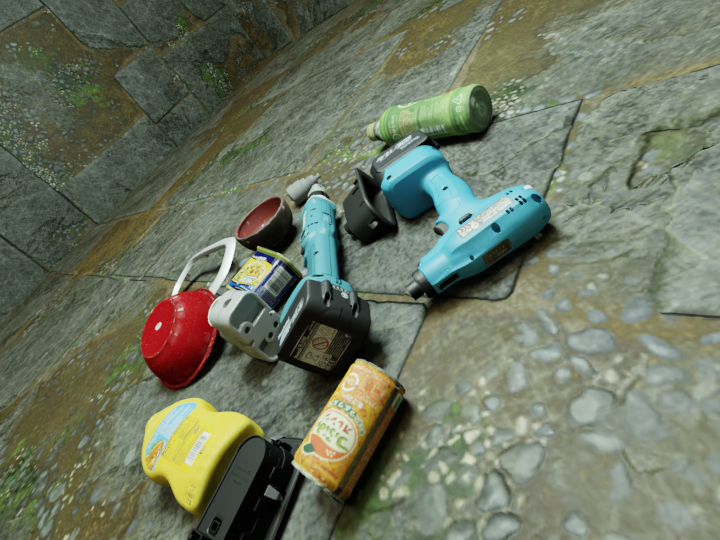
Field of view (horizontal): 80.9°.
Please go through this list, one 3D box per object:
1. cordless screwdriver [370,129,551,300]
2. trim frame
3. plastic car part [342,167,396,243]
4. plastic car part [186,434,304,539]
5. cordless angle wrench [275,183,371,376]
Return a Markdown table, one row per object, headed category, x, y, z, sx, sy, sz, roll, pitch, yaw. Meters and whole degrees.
| category | x | y | z | sx | sy | sz | roll | pitch | yaw |
| --- | --- | --- | --- | --- | --- | --- | --- | --- | --- |
| cordless screwdriver | 0.081 | -0.075 | 0.516 | 0.160 | 0.070 | 0.261 | -38 | 36 | 5 |
| trim frame | -0.297 | 0.019 | 0.784 | 0.257 | 0.026 | 0.186 | -15 | 52 | 48 |
| plastic car part | 0.004 | -0.086 | 0.623 | 0.072 | 0.063 | 0.120 | -44 | 31 | 29 |
| plastic car part | -0.116 | 0.232 | 0.364 | 0.069 | 0.064 | 0.203 | -14 | 38 | 47 |
| cordless angle wrench | -0.059 | -0.039 | 0.608 | 0.098 | 0.072 | 0.437 | -59 | 20 | 25 |
